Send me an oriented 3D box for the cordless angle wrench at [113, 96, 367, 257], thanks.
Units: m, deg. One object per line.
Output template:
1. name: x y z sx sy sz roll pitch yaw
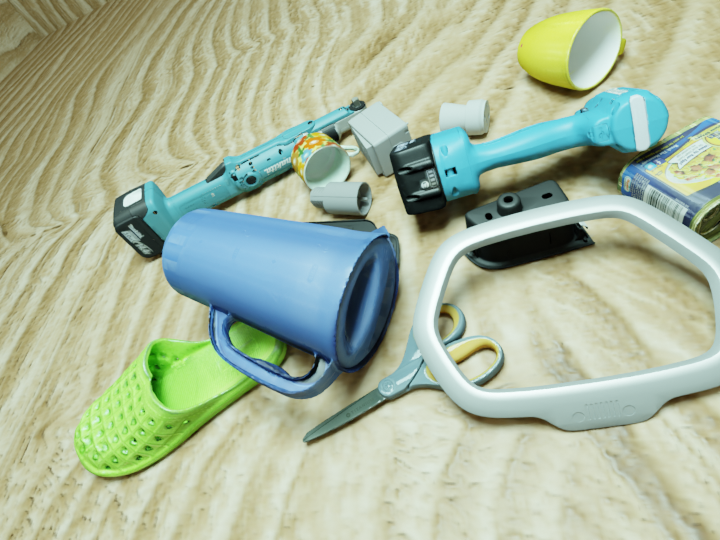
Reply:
1. cordless angle wrench: -0.179 -0.157 0.666 0.424 0.093 0.078 -26 48 2

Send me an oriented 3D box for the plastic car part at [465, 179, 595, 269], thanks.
1. plastic car part: 0.157 -0.050 0.420 0.118 0.067 0.068 -17 49 11

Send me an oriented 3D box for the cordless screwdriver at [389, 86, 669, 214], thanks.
1. cordless screwdriver: 0.165 -0.140 0.468 0.256 0.072 0.158 -11 21 23

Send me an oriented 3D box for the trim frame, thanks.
1. trim frame: 0.168 0.031 0.352 0.253 0.026 0.190 -15 65 12

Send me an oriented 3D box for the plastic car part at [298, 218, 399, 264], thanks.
1. plastic car part: -0.051 -0.033 0.522 0.211 0.064 0.067 3 50 25
